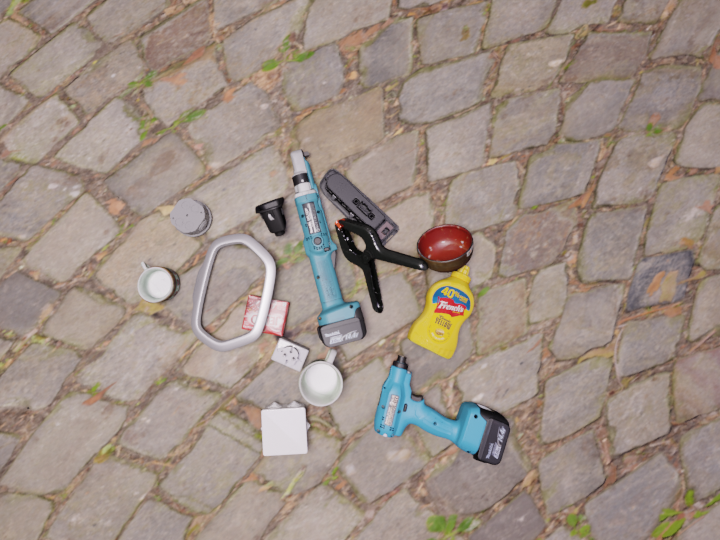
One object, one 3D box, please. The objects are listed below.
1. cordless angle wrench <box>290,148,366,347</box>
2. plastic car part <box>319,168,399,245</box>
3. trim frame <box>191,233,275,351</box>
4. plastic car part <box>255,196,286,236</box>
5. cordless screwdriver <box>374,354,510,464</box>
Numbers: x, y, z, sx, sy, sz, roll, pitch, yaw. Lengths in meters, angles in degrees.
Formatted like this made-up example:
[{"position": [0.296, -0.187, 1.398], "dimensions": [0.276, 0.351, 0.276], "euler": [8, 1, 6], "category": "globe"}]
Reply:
[{"position": [-0.087, -0.057, 0.893], "dimensions": [0.098, 0.073, 0.428], "euler": [-15, 82, -3], "category": "cordless angle wrench"}, {"position": [-0.009, -0.139, 0.905], "dimensions": [0.206, 0.066, 0.066], "euler": [44, 92, 7], "category": "plastic car part"}, {"position": [-0.270, 0.044, 0.884], "dimensions": [0.189, 0.027, 0.249], "euler": [9, 85, 15], "category": "trim frame"}, {"position": [-0.180, -0.108, 0.884], "dimensions": [0.066, 0.120, 0.069], "euler": [-21, 111, -4], "category": "plastic car part"}, {"position": [0.163, 0.277, 0.849], "dimensions": [0.252, 0.073, 0.160], "euler": [14, 84, 6], "category": "cordless screwdriver"}]
